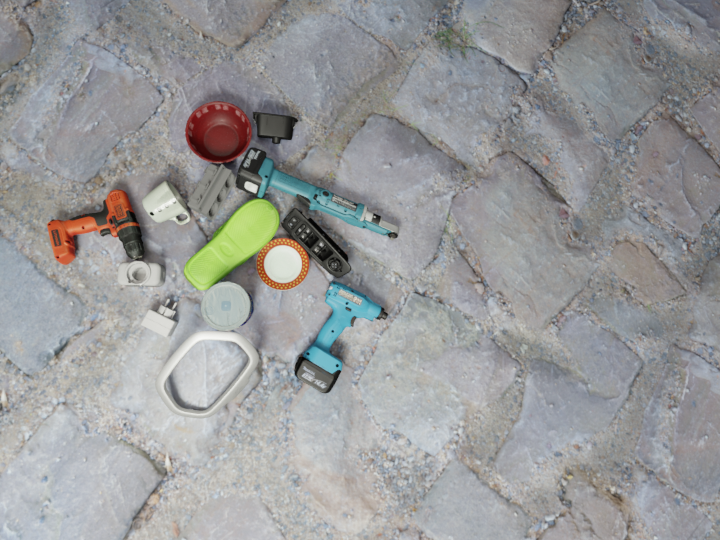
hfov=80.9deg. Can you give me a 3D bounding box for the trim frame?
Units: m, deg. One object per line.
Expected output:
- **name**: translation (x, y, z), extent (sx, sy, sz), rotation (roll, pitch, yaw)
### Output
- **trim frame**: translation (-0.337, 0.231, 0.934), extent (0.177, 0.028, 0.249), rotation (36, 99, -21)

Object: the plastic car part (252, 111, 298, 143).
- **plastic car part**: translation (-0.221, -0.362, 1.082), extent (0.115, 0.067, 0.070), rotation (7, 96, -9)

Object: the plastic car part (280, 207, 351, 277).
- **plastic car part**: translation (-0.101, -0.066, 1.038), extent (0.205, 0.066, 0.067), rotation (47, 114, 5)

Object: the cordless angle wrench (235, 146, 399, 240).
- **cordless angle wrench**: translation (-0.096, -0.174, 1.048), extent (0.418, 0.074, 0.099), rotation (22, 56, -6)

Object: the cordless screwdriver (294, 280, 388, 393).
- **cordless screwdriver**: translation (-0.046, 0.165, 0.999), extent (0.159, 0.074, 0.250), rotation (25, 75, -2)
